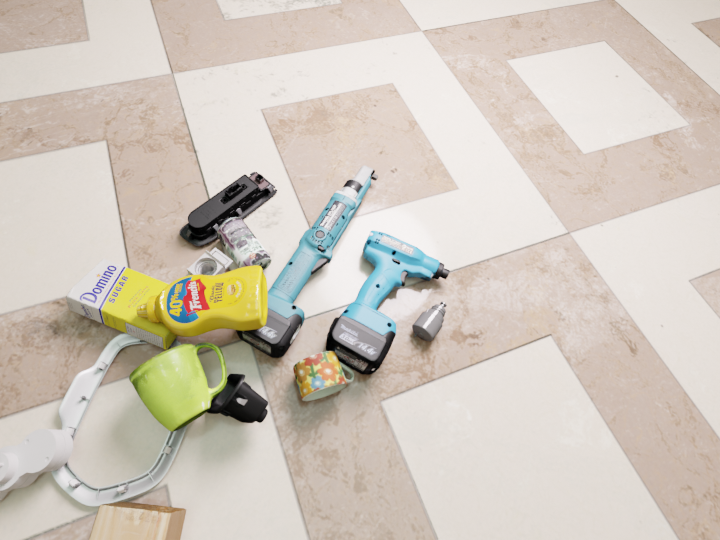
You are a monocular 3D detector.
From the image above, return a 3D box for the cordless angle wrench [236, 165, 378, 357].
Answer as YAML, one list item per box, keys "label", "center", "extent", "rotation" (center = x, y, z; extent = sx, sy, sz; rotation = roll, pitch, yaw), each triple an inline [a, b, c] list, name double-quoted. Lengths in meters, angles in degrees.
- label: "cordless angle wrench"
  center: [-0.075, -0.049, 0.765]
  extent: [0.100, 0.073, 0.423]
  rotation: [25, 60, 7]

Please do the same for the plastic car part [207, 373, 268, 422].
- label: "plastic car part"
  center: [-0.169, 0.192, 0.608]
  extent: [0.069, 0.119, 0.066]
  rotation: [38, 62, -16]

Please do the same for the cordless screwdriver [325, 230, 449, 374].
- label: "cordless screwdriver"
  center: [0.049, 0.053, 0.718]
  extent: [0.161, 0.073, 0.250]
  rotation: [22, 58, 6]

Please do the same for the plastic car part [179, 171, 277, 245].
- label: "plastic car part"
  center: [-0.248, -0.122, 0.795]
  extent: [0.067, 0.066, 0.201]
  rotation: [43, 69, 6]

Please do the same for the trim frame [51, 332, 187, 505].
- label: "trim frame"
  center: [-0.345, 0.206, 0.626]
  extent: [0.185, 0.027, 0.252]
  rotation: [13, 63, 3]
